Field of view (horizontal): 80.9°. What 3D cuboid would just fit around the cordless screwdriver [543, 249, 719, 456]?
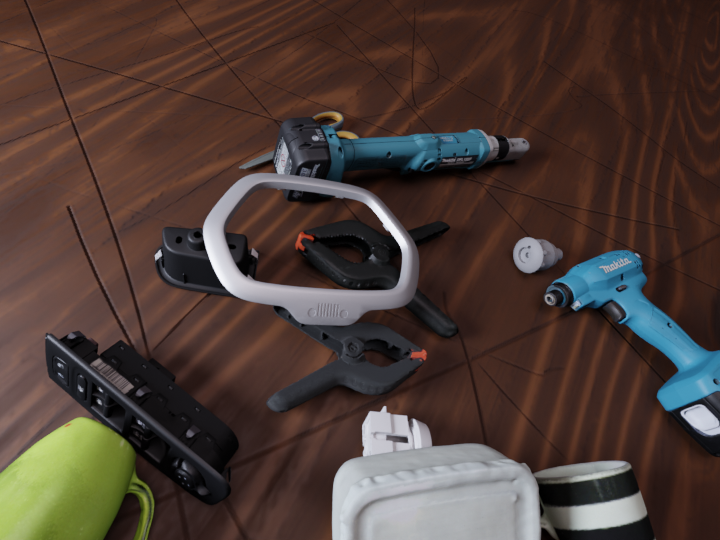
[{"bbox_3d":[0.351,0.091,0.508,0.155,0.073,0.260,-18,59,-24],"label":"cordless screwdriver"}]

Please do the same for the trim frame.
[{"bbox_3d":[-0.045,-0.030,0.465,0.240,0.027,0.190,4,56,-22],"label":"trim frame"}]

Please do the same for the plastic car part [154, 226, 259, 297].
[{"bbox_3d":[-0.169,-0.018,0.462,0.114,0.070,0.068,10,55,-12],"label":"plastic car part"}]

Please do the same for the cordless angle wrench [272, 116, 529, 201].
[{"bbox_3d":[0.087,-0.170,0.616,0.410,0.097,0.077,-10,65,-23],"label":"cordless angle wrench"}]

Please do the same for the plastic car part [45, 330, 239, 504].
[{"bbox_3d":[-0.186,0.123,0.373,0.208,0.066,0.065,36,30,13],"label":"plastic car part"}]
